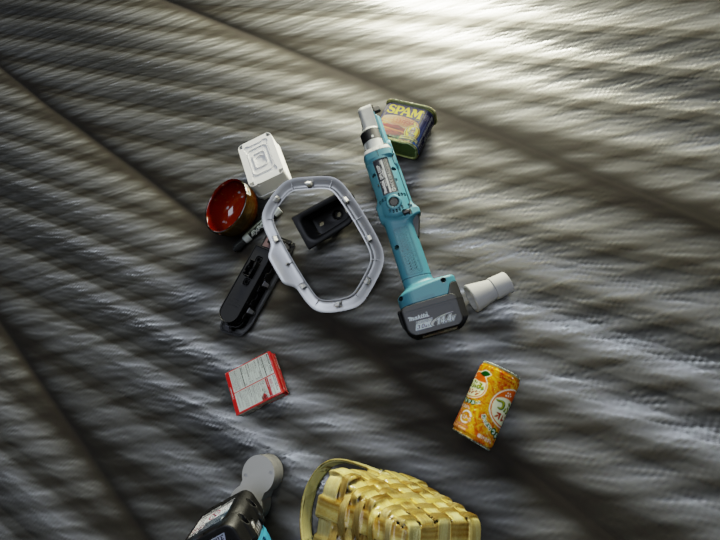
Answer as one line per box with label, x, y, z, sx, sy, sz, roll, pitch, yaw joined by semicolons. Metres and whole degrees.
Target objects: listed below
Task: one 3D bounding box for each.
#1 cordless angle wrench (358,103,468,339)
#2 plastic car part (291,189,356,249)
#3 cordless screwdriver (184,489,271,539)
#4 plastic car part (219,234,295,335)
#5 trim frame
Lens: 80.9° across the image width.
cordless angle wrench;0.061;-0.103;0.703;0.099;0.071;0.435;-18;70;8
plastic car part;-0.053;-0.096;0.759;0.118;0.070;0.066;-28;91;13
cordless screwdriver;-0.135;0.427;0.532;0.160;0.073;0.251;-38;86;7
plastic car part;-0.193;0.022;0.762;0.068;0.065;0.203;22;79;15
trim frame;-0.071;-0.046;0.721;0.187;0.027;0.250;-31;85;17
